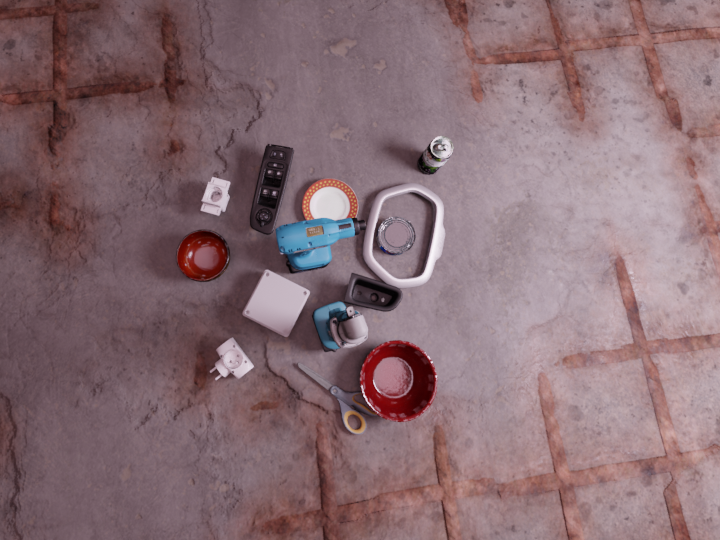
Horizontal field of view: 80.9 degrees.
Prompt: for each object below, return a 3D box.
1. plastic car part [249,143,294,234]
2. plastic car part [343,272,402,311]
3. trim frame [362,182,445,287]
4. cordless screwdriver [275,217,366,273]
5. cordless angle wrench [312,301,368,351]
[{"bbox_3d":[-0.202,-0.178,0.953,0.066,0.067,0.204,12,79,-3],"label":"plastic car part"},{"bbox_3d":[0.025,0.054,0.916,0.116,0.070,0.066,16,80,-1],"label":"plastic car part"},{"bbox_3d":[0.103,-0.082,0.967,0.184,0.027,0.250,12,79,0],"label":"trim frame"},{"bbox_3d":[-0.082,-0.054,0.842,0.158,0.248,0.075,-11,84,-8],"label":"cordless screwdriver"},{"bbox_3d":[-0.032,0.098,0.727,0.073,0.422,0.099,-19,85,-10],"label":"cordless angle wrench"}]
